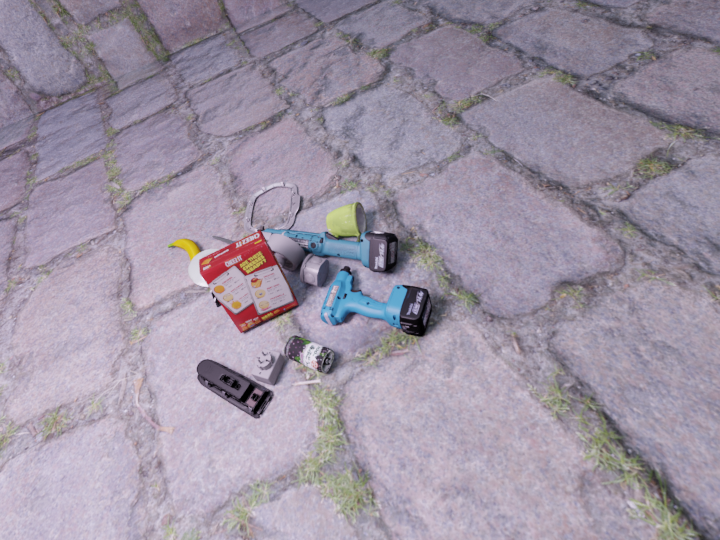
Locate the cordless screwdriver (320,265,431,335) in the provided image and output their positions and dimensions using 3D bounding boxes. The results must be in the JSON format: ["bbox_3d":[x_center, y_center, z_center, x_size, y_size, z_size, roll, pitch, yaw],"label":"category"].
[{"bbox_3d":[0.038,0.063,0.995,0.259,0.071,0.161,4,53,25],"label":"cordless screwdriver"}]

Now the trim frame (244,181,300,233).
[{"bbox_3d":[-0.279,-0.199,1.338,0.187,0.026,0.256,-8,48,9],"label":"trim frame"}]

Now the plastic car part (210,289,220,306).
[{"bbox_3d":[-0.359,0.033,1.144,0.116,0.067,0.069,-32,51,-7],"label":"plastic car part"}]

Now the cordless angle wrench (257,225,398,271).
[{"bbox_3d":[-0.112,-0.073,1.144,0.443,0.097,0.072,10,13,29],"label":"cordless angle wrench"}]

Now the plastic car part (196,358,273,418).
[{"bbox_3d":[-0.300,0.255,0.953,0.213,0.064,0.066,16,65,31],"label":"plastic car part"}]
